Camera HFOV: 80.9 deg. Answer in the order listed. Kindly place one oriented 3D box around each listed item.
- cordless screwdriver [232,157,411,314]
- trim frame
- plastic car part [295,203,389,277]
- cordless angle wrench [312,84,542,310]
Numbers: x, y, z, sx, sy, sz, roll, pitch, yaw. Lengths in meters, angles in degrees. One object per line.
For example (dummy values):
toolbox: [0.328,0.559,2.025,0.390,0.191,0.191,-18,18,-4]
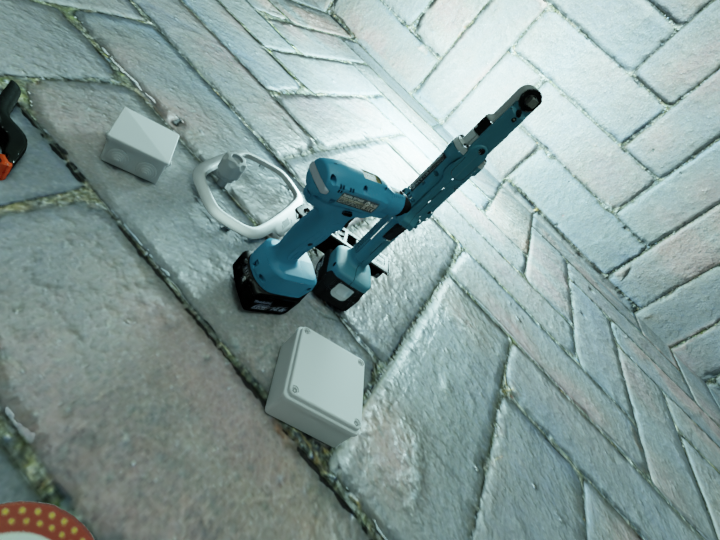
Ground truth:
cordless screwdriver: [-0.056,-0.036,0.569,0.151,0.251,0.077,11,46,-43]
trim frame: [-0.193,-0.139,0.755,0.184,0.028,0.247,41,31,-3]
plastic car part: [-0.042,-0.049,0.775,0.199,0.067,0.067,38,32,-9]
cordless angle wrench: [0.079,-0.094,0.619,0.072,0.427,0.100,35,34,-18]
